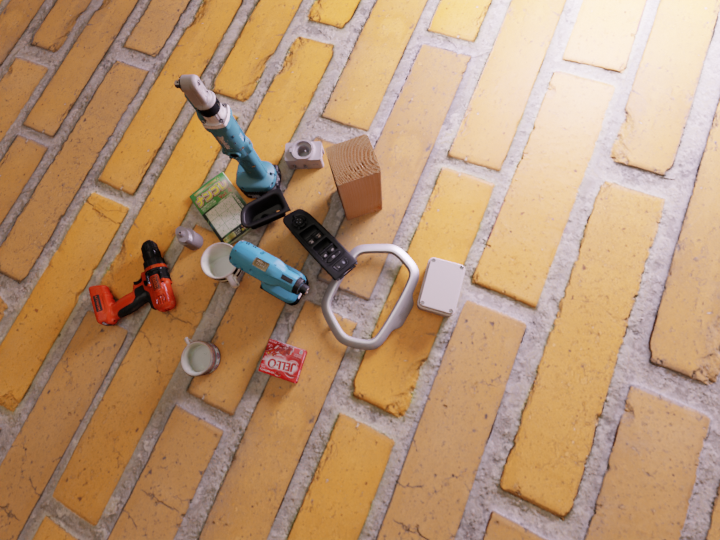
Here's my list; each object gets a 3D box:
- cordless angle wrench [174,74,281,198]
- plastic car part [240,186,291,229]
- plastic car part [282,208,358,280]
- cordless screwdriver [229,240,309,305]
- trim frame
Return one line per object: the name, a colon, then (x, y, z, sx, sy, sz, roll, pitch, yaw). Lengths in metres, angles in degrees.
cordless angle wrench: (-0.256, -0.258, 0.864, 0.099, 0.412, 0.075, 3, 78, 5)
plastic car part: (-0.225, -0.136, 1.004, 0.117, 0.069, 0.068, -27, 75, 1)
plastic car part: (-0.094, -0.062, 0.965, 0.066, 0.065, 0.209, -43, 73, -5)
cordless screwdriver: (-0.156, 0.021, 0.860, 0.163, 0.242, 0.074, 28, 81, 11)
trim frame: (0.022, 0.053, 0.934, 0.190, 0.027, 0.248, 28, 81, 15)
